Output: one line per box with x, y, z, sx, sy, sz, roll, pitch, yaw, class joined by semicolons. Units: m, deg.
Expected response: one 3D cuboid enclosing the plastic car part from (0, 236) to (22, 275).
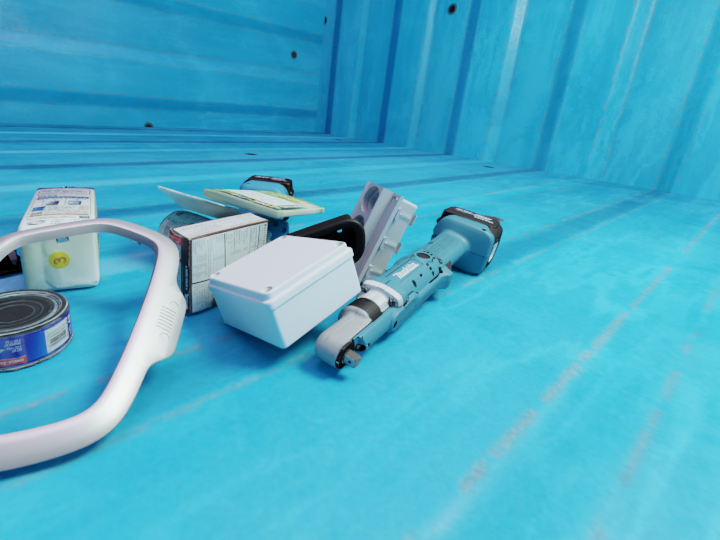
-0.470;-0.006;0.438;0.069;0.066;0.197;25;30;25;plastic car part

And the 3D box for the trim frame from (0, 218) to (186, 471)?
-0.238;0.034;0.337;0.181;0.027;0.258;4;38;-11;trim frame

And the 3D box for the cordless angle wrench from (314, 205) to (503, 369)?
0.074;0.005;0.525;0.102;0.073;0.411;24;30;24;cordless angle wrench

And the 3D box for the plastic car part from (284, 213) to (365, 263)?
-0.051;-0.033;0.520;0.117;0.063;0.073;-22;27;6;plastic car part

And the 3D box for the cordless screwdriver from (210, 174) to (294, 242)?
-0.195;-0.100;0.726;0.158;0.073;0.255;4;25;-5;cordless screwdriver
